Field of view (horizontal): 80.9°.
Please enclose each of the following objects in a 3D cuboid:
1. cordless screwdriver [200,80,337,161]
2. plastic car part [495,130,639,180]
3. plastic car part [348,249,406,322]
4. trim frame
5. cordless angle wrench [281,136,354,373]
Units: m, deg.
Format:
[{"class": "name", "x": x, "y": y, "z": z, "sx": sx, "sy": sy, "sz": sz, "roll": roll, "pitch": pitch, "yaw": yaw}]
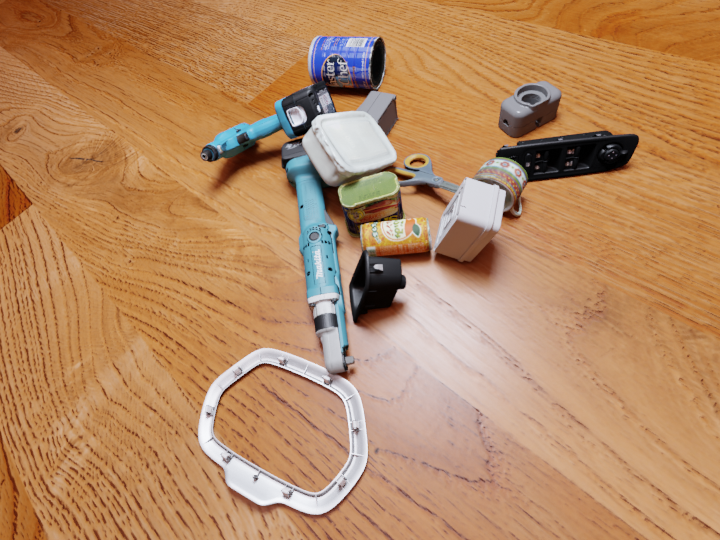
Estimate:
[{"class": "cordless screwdriver", "x": -0.176, "y": -0.266, "z": 0.789, "sx": 0.258, "sy": 0.072, "sz": 0.159, "roll": -10, "pitch": 27, "yaw": 29}, {"class": "plastic car part", "x": 0.323, "y": -0.187, "z": 0.682, "sx": 0.208, "sy": 0.064, "sz": 0.068, "roll": -2, "pitch": 33, "yaw": 15}, {"class": "plastic car part", "x": 0.027, "y": 0.020, "z": 0.607, "sx": 0.069, "sy": 0.115, "sz": 0.068, "roll": 2, "pitch": 57, "yaw": -15}, {"class": "trim frame", "x": -0.109, "y": 0.207, "z": 0.569, "sx": 0.258, "sy": 0.026, "sz": 0.185, "roll": 17, "pitch": 66, "yaw": 22}, {"class": "cordless angle wrench", "x": -0.068, "y": -0.044, "z": 0.691, "sx": 0.099, "sy": 0.071, "sz": 0.438, "roll": -13, "pitch": 59, "yaw": 6}]
